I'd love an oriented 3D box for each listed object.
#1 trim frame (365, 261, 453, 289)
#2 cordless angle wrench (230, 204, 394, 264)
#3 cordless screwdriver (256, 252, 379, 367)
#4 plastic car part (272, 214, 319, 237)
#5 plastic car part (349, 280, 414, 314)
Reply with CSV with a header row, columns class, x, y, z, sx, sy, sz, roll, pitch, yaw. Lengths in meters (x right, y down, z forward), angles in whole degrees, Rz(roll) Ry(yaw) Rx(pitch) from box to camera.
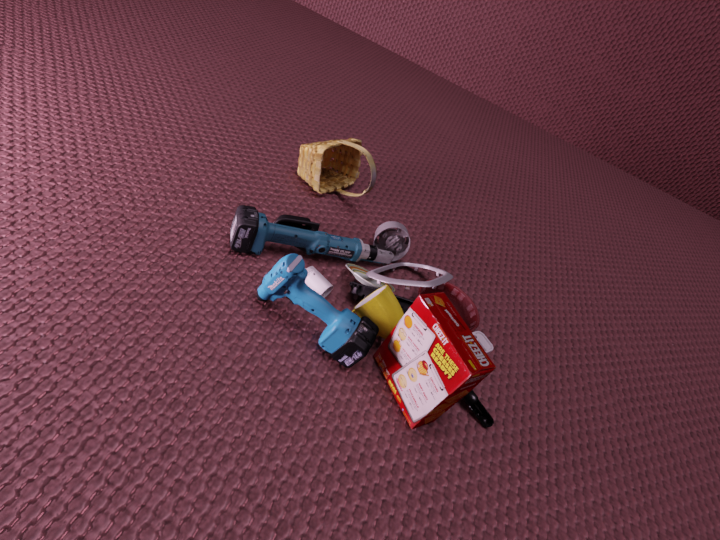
class,x,y,z,sx,sy,sz,roll,pitch,yaw
trim frame,0.119,0.011,1.029,0.193,0.027,0.240,13,17,30
cordless angle wrench,-0.101,-0.066,1.032,0.407,0.097,0.077,10,41,-22
cordless screwdriver,-0.096,0.088,0.854,0.247,0.161,0.074,44,43,-4
plastic car part,-0.169,-0.114,1.076,0.114,0.065,0.073,12,28,-11
plastic car part,0.069,0.080,0.952,0.208,0.064,0.068,13,70,14
